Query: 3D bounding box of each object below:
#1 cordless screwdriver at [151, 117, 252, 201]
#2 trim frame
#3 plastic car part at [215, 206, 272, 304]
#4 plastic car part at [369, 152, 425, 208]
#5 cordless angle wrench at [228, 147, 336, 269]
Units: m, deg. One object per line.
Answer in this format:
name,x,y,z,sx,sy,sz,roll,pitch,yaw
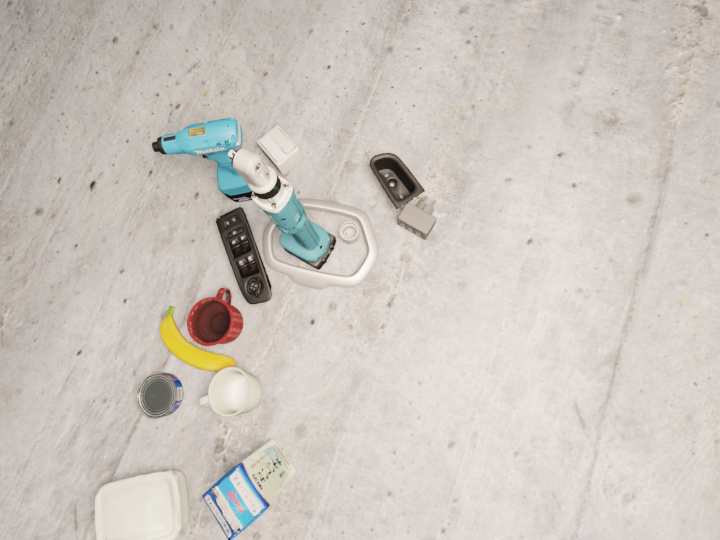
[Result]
cordless screwdriver,-0.280,-0.210,0.833,0.161,0.242,0.075,-7,78,4
trim frame,-0.085,-0.056,0.873,0.254,0.027,0.185,12,78,12
plastic car part,-0.233,-0.024,0.870,0.066,0.065,0.208,-23,74,1
plastic car part,0.069,-0.179,0.857,0.066,0.069,0.120,-32,74,-1
cordless angle wrench,-0.117,-0.089,0.686,0.100,0.412,0.074,29,82,10
